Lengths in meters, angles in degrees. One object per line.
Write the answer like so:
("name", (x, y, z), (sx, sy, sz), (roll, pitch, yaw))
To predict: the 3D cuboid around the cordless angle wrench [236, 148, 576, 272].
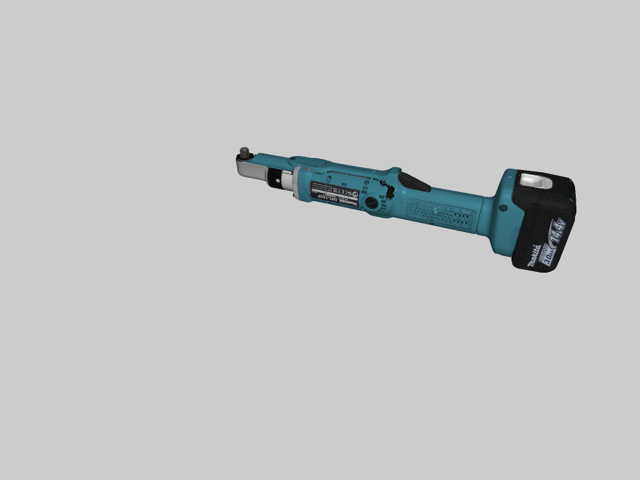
("cordless angle wrench", (0.075, -0.060, 0.535), (0.423, 0.098, 0.074), (14, 38, 21))
